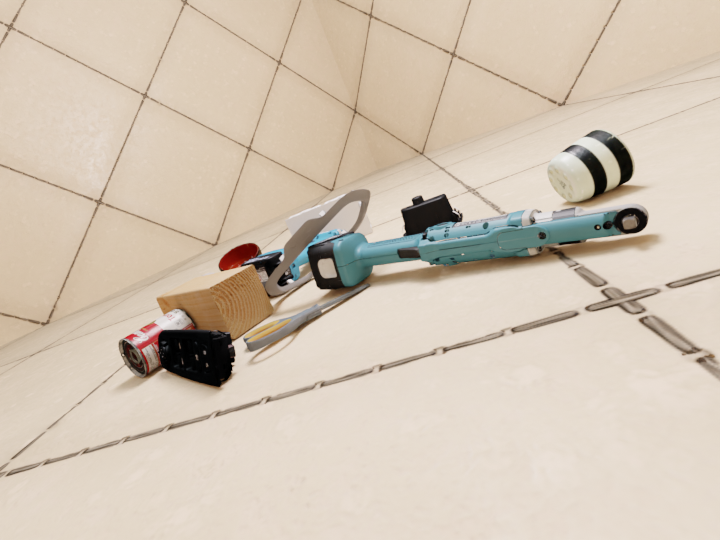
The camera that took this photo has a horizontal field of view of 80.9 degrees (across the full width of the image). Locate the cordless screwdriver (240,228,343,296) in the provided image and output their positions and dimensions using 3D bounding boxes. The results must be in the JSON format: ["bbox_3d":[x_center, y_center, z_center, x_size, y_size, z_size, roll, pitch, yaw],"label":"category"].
[{"bbox_3d":[-0.152,-0.022,0.903,0.166,0.073,0.243,-10,16,37],"label":"cordless screwdriver"}]

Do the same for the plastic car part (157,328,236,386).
[{"bbox_3d":[-0.223,0.106,0.576,0.211,0.066,0.065,-9,8,44],"label":"plastic car part"}]

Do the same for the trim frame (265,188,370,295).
[{"bbox_3d":[-0.071,-0.047,0.729,0.249,0.028,0.178,-45,-12,9],"label":"trim frame"}]

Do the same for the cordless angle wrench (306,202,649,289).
[{"bbox_3d":[0.111,-0.034,0.552,0.441,0.073,0.095,-7,13,40],"label":"cordless angle wrench"}]

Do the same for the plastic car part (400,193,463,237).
[{"bbox_3d":[0.124,-0.108,0.795,0.120,0.070,0.065,-14,13,24],"label":"plastic car part"}]
